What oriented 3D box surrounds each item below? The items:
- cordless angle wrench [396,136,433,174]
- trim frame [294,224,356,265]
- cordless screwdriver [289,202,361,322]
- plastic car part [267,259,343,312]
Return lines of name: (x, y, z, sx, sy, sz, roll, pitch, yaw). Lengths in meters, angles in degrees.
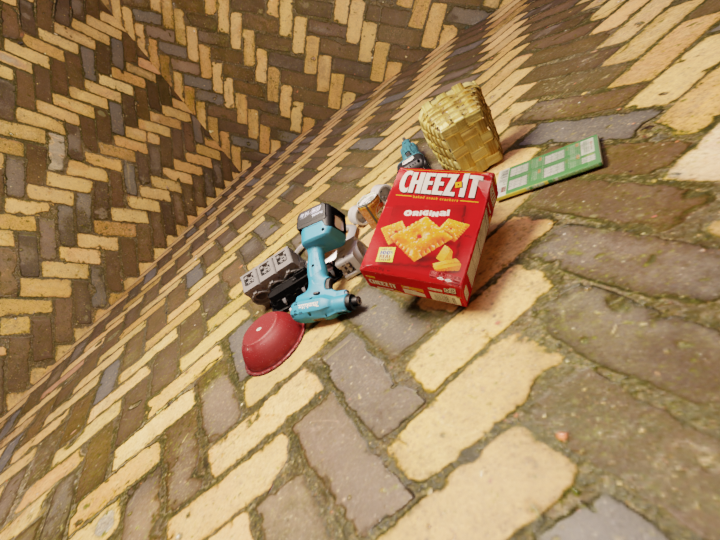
cordless angle wrench: (0.143, -0.302, 1.157, 0.075, 0.095, 0.431, -30, 23, 17)
trim frame: (-0.105, -0.060, 1.136, 0.260, 0.026, 0.183, 4, 47, 52)
cordless screwdriver: (-0.067, -0.020, 0.878, 0.165, 0.070, 0.254, -16, 60, 34)
plastic car part: (-0.139, 0.035, 0.991, 0.205, 0.064, 0.069, -34, 31, 14)
